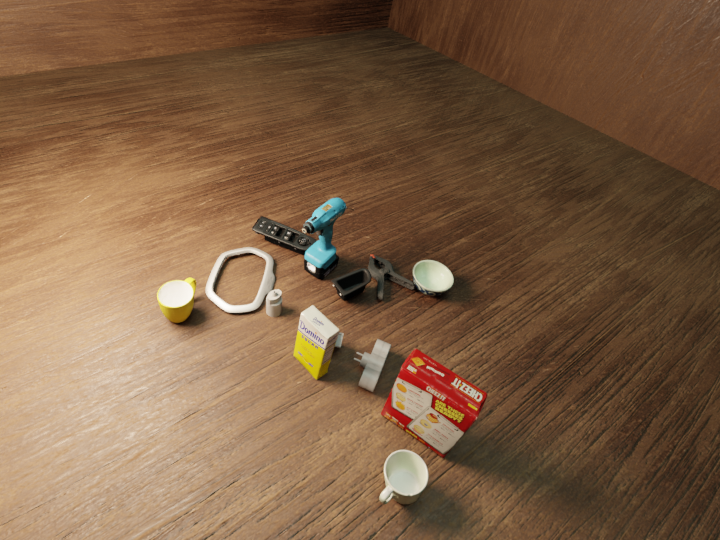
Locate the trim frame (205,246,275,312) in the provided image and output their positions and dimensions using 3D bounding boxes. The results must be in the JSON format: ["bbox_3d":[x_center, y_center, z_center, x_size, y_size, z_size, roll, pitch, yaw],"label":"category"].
[{"bbox_3d":[-0.342,0.022,1.223,0.184,0.027,0.255,7,45,-1],"label":"trim frame"}]

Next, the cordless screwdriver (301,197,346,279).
[{"bbox_3d":[-0.117,-0.077,1.200,0.077,0.243,0.157,32,48,18],"label":"cordless screwdriver"}]

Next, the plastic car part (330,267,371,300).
[{"bbox_3d":[-0.022,0.048,1.213,0.113,0.069,0.069,-22,53,-28],"label":"plastic car part"}]

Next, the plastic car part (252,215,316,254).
[{"bbox_3d":[-0.239,-0.100,1.333,0.207,0.065,0.066,19,45,11],"label":"plastic car part"}]
